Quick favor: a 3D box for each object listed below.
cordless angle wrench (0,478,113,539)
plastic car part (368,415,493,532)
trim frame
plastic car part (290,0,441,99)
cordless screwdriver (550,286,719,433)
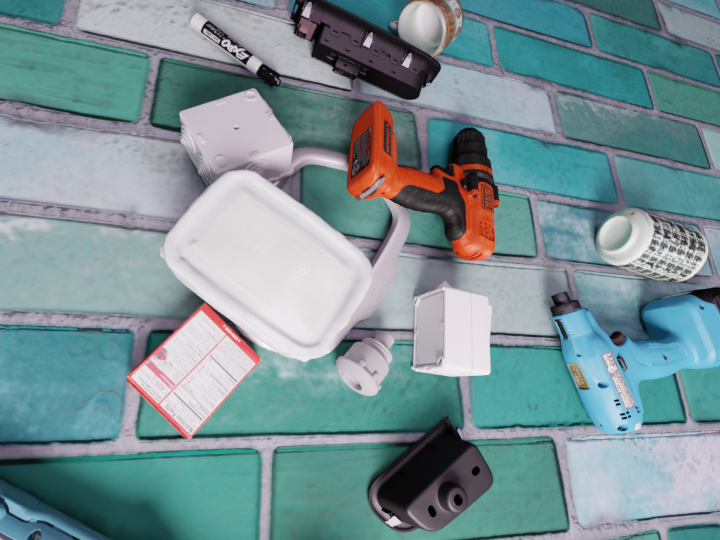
[{"bbox_3d":[-0.176,0.225,0.293,0.420,0.075,0.098,31,65,-4],"label":"cordless angle wrench"},{"bbox_3d":[0.073,0.196,0.384,0.114,0.072,0.067,-27,84,-28],"label":"plastic car part"},{"bbox_3d":[-0.044,-0.029,0.448,0.183,0.028,0.248,36,63,-3],"label":"trim frame"},{"bbox_3d":[0.007,-0.269,0.528,0.198,0.067,0.067,16,78,-14],"label":"plastic car part"},{"bbox_3d":[0.352,0.076,0.521,0.243,0.075,0.162,-16,78,-19],"label":"cordless screwdriver"}]
